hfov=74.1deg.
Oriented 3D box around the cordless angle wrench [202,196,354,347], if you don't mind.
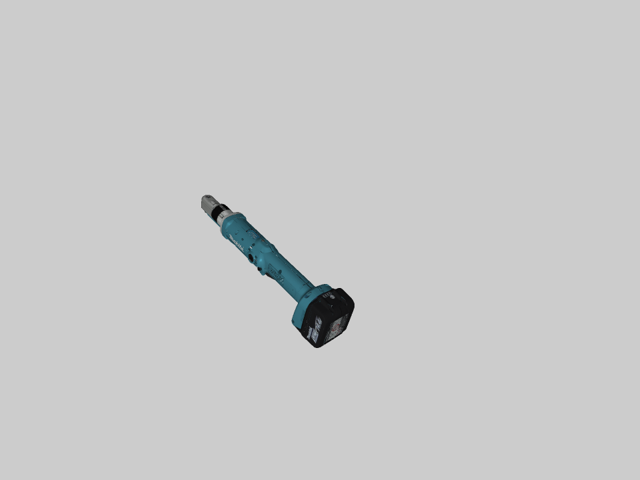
[{"bbox_3d":[-0.113,0.029,0.822,0.074,0.098,0.422,-23,51,-39],"label":"cordless angle wrench"}]
